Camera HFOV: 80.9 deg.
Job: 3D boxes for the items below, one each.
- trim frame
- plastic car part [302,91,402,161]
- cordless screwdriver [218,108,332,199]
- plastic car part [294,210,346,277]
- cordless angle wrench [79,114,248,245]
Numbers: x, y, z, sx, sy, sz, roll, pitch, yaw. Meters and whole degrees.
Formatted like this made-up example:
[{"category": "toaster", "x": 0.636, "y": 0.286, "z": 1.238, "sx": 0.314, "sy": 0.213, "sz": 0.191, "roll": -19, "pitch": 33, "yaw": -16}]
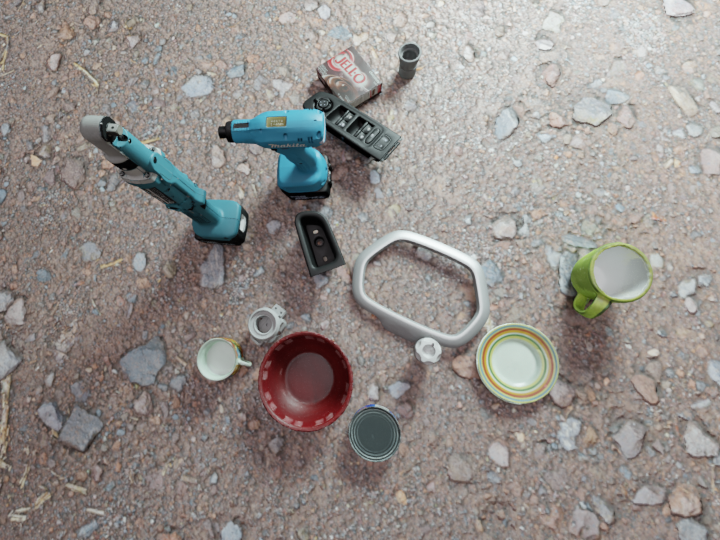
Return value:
[{"category": "trim frame", "x": 0.105, "y": 0.032, "z": 0.754, "sx": 0.254, "sy": 0.027, "sz": 0.184, "roll": 24, "pitch": 82, "yaw": 11}, {"category": "plastic car part", "x": -0.020, "y": -0.276, "z": 0.815, "sx": 0.208, "sy": 0.065, "sz": 0.066, "roll": 38, "pitch": 84, "yaw": 12}, {"category": "cordless screwdriver", "x": -0.129, "y": -0.192, "z": 0.719, "sx": 0.161, "sy": 0.244, "sz": 0.075, "roll": 0, "pitch": 81, "yaw": 3}, {"category": "plastic car part", "x": -0.075, "y": -0.049, "z": 0.771, "sx": 0.066, "sy": 0.069, "sz": 0.119, "roll": -20, "pitch": 78, "yaw": 0}, {"category": "cordless angle wrench", "x": -0.271, "y": -0.117, "z": 0.632, "sx": 0.099, "sy": 0.415, "sz": 0.075, "roll": 5, "pitch": 81, "yaw": 3}]
